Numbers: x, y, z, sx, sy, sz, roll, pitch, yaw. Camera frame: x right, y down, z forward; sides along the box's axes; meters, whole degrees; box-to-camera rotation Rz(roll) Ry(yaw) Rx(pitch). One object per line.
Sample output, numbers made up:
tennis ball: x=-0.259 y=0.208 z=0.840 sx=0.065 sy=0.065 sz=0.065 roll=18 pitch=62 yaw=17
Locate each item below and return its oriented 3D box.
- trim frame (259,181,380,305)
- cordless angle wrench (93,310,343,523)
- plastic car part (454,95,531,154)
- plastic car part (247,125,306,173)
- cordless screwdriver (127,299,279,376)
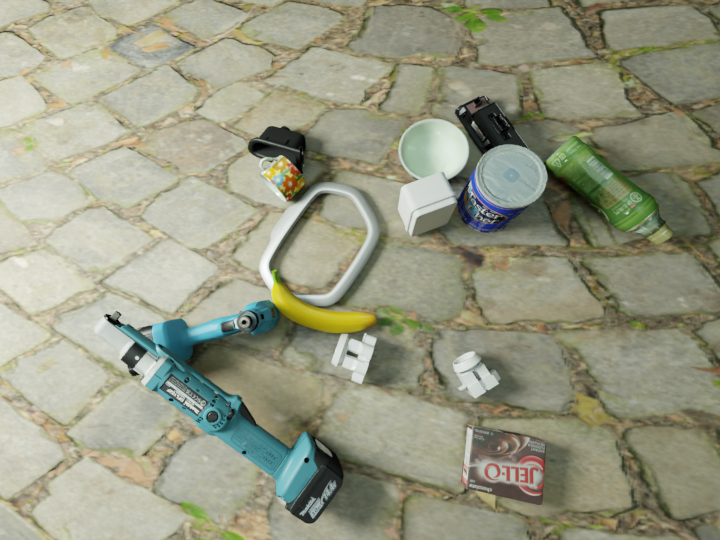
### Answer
trim frame: x=-0.075 y=-0.049 z=0.771 sx=0.188 sy=0.027 sz=0.248 roll=31 pitch=83 yaw=11
cordless angle wrench: x=-0.214 y=0.206 z=0.625 sx=0.417 sy=0.075 sz=0.098 roll=39 pitch=82 yaw=-7
plastic car part: x=0.258 y=-0.240 z=0.769 sx=0.066 sy=0.066 sz=0.207 roll=-25 pitch=78 yaw=-10
plastic car part: x=-0.152 y=-0.246 z=0.816 sx=0.120 sy=0.064 sz=0.071 roll=24 pitch=65 yaw=13
cordless screwdriver: x=-0.261 y=0.103 z=0.683 sx=0.250 sy=0.157 sz=0.075 roll=-16 pitch=88 yaw=2
